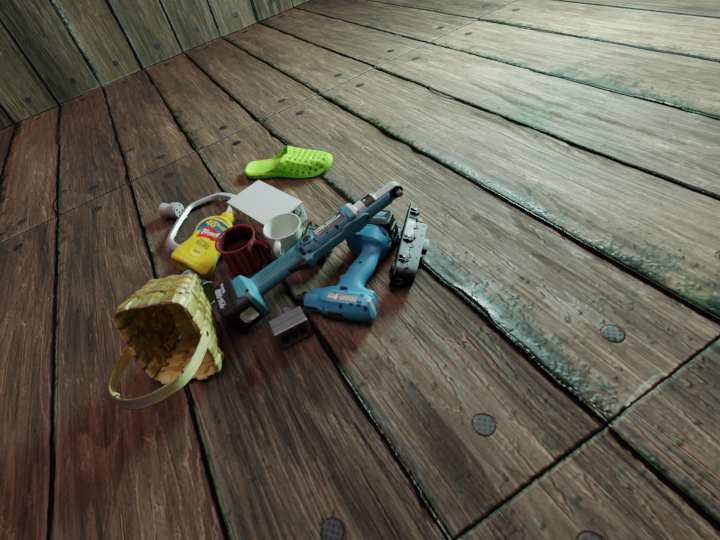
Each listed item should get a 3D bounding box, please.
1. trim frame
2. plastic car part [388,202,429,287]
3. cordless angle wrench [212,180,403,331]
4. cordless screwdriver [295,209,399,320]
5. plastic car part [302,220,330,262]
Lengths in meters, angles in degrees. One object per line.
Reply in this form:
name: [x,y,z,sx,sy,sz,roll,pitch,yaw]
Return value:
trim frame: [-0.416,-0.129,1.126,0.189,0.026,0.254,-5,44,15]
plastic car part: [0.098,-0.041,0.844,0.068,0.065,0.204,22,51,2]
cordless angle wrench: [-0.095,-0.043,0.831,0.423,0.070,0.103,-37,42,-1]
cordless screwdriver: [-0.020,-0.015,0.846,0.166,0.071,0.251,3,51,25]
plastic car part: [-0.091,-0.059,0.928,0.072,0.064,0.118,10,45,6]
